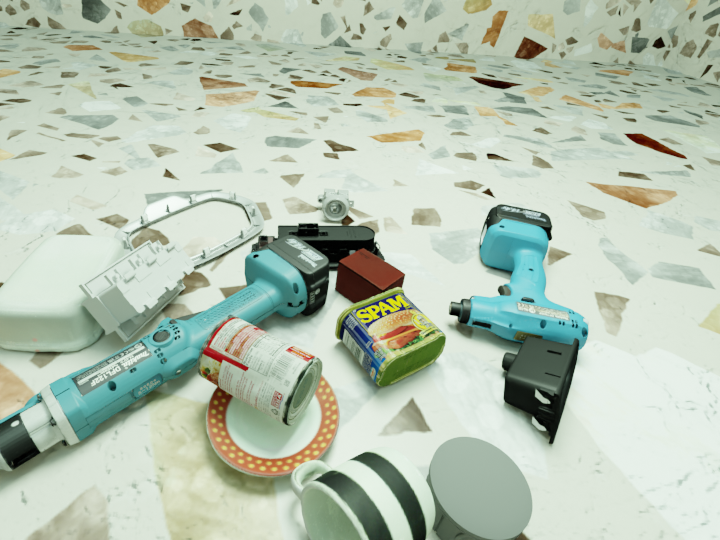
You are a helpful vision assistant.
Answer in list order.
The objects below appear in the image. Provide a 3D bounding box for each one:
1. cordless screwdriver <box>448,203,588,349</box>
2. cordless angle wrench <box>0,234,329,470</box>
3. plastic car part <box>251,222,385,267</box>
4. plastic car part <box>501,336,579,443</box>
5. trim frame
[{"bbox_3d":[0.208,-0.001,0.606,0.161,0.072,0.252,9,41,5],"label":"cordless screwdriver"},{"bbox_3d":[-0.206,0.085,0.450,0.103,0.072,0.413,32,47,30],"label":"cordless angle wrench"},{"bbox_3d":[-0.063,-0.041,0.641,0.200,0.065,0.069,2,29,-8],"label":"plastic car part"},{"bbox_3d":[0.193,0.115,0.466,0.074,0.064,0.114,11,31,30],"label":"plastic car part"},{"bbox_3d":[-0.272,-0.076,0.689,0.193,0.027,0.243,26,44,27],"label":"trim frame"}]
